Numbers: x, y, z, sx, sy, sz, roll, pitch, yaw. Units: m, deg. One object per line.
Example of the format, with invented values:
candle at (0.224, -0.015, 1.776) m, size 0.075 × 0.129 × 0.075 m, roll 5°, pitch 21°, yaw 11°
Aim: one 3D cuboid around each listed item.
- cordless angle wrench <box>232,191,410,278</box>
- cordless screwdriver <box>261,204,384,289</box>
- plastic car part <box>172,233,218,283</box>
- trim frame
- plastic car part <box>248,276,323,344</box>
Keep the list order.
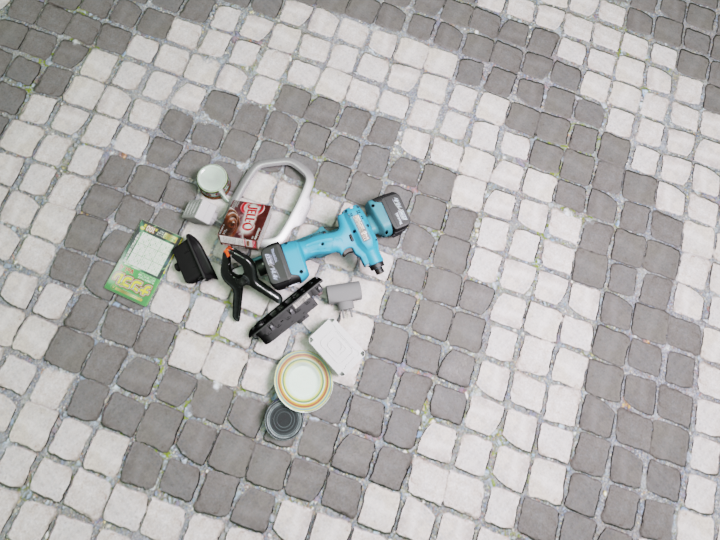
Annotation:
cordless angle wrench at (-0.096, -0.063, 0.982) m, size 0.420 × 0.073 × 0.100 m, roll -22°, pitch 80°, yaw -5°
cordless screwdriver at (-0.079, -0.025, 0.910) m, size 0.247 × 0.074 × 0.162 m, roll -24°, pitch 82°, yaw -7°
plastic car part at (-0.388, -0.016, 0.965) m, size 0.071 × 0.064 × 0.119 m, roll -33°, pitch 79°, yaw 4°
trim frame at (-0.211, -0.166, 1.004) m, size 0.188 × 0.027 × 0.250 m, roll 20°, pitch 70°, yaw 11°
plastic car part at (-0.161, 0.095, 0.950) m, size 0.201 × 0.069 × 0.065 m, roll -35°, pitch 110°, yaw -11°
